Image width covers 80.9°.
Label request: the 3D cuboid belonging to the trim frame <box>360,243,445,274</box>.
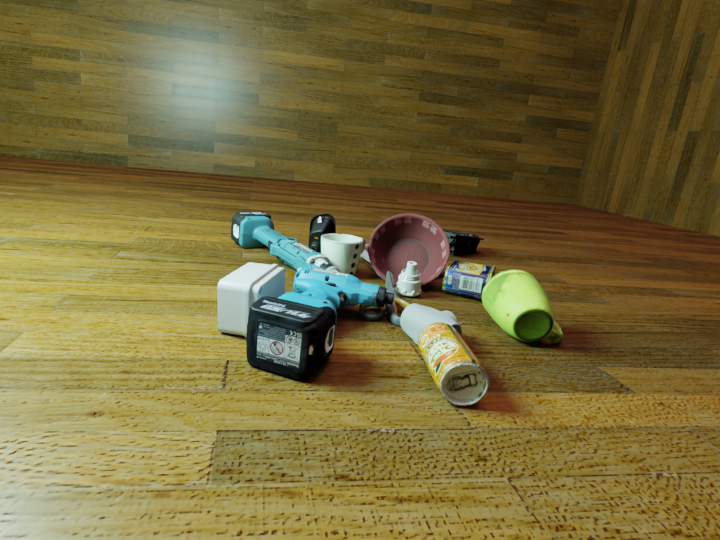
[{"bbox_3d":[0.090,-0.028,1.002,0.179,0.027,0.259,-1,16,-19],"label":"trim frame"}]

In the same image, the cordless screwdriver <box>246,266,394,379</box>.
[{"bbox_3d":[-0.045,0.057,0.580,0.163,0.073,0.247,9,16,11],"label":"cordless screwdriver"}]

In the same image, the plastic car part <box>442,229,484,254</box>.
[{"bbox_3d":[0.272,-0.076,1.146,0.070,0.066,0.194,10,11,42],"label":"plastic car part"}]

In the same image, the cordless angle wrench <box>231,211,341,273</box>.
[{"bbox_3d":[-0.151,-0.041,0.895,0.094,0.073,0.448,-6,22,-37],"label":"cordless angle wrench"}]

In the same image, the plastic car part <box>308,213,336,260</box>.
[{"bbox_3d":[-0.090,-0.059,0.920,0.067,0.113,0.072,10,39,9],"label":"plastic car part"}]
